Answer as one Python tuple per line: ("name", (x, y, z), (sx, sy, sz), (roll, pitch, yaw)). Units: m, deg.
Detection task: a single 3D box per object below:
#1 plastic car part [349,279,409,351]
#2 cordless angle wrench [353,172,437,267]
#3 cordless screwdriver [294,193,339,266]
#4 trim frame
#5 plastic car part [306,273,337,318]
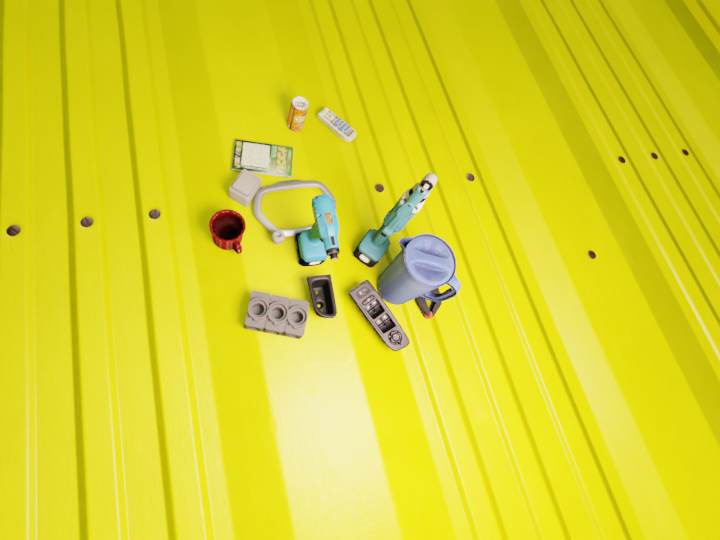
("plastic car part", (0.046, 0.127, 1.127), (0.065, 0.067, 0.207), (-33, 79, -23))
("cordless angle wrench", (0.085, -0.122, 1.042), (0.074, 0.423, 0.098), (37, 65, -2))
("cordless screwdriver", (-0.105, -0.069, 1.074), (0.072, 0.249, 0.163), (-6, 72, -19))
("trim frame", (-0.187, -0.186, 1.226), (0.243, 0.027, 0.189), (-13, 71, -17))
("plastic car part", (-0.104, 0.077, 1.112), (0.064, 0.071, 0.119), (-7, 71, -18))
